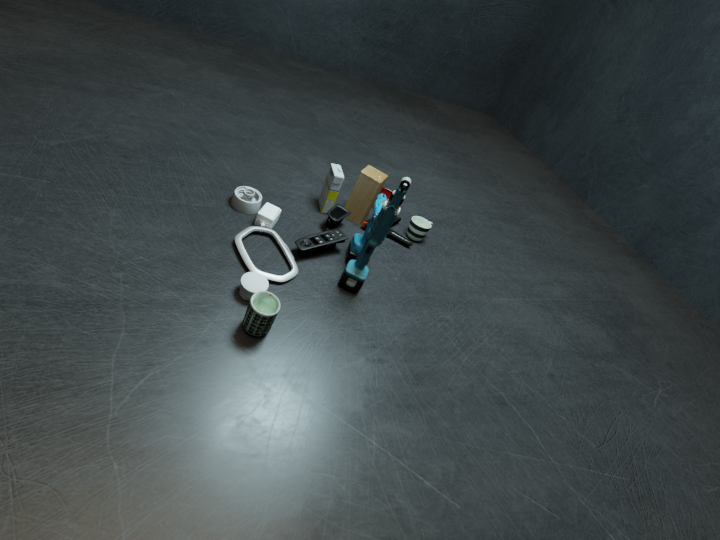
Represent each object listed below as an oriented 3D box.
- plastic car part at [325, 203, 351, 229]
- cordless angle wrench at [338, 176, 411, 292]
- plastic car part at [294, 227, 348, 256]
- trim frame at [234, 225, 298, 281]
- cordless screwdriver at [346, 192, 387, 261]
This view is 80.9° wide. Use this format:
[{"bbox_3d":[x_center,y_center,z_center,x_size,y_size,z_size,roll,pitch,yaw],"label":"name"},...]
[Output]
[{"bbox_3d":[-0.097,-0.193,1.587,0.067,0.070,0.115,33,38,8],"label":"plastic car part"},{"bbox_3d":[0.048,-0.105,1.276,0.074,0.420,0.098,28,37,-2],"label":"cordless angle wrench"},{"bbox_3d":[-0.142,-0.093,1.449,0.195,0.066,0.069,-16,54,-40],"label":"plastic car part"},{"bbox_3d":[-0.299,-0.055,1.353,0.177,0.027,0.261,-10,49,-36],"label":"trim frame"},{"bbox_3d":[0.030,-0.142,1.451,0.073,0.247,0.163,20,38,-11],"label":"cordless screwdriver"}]
